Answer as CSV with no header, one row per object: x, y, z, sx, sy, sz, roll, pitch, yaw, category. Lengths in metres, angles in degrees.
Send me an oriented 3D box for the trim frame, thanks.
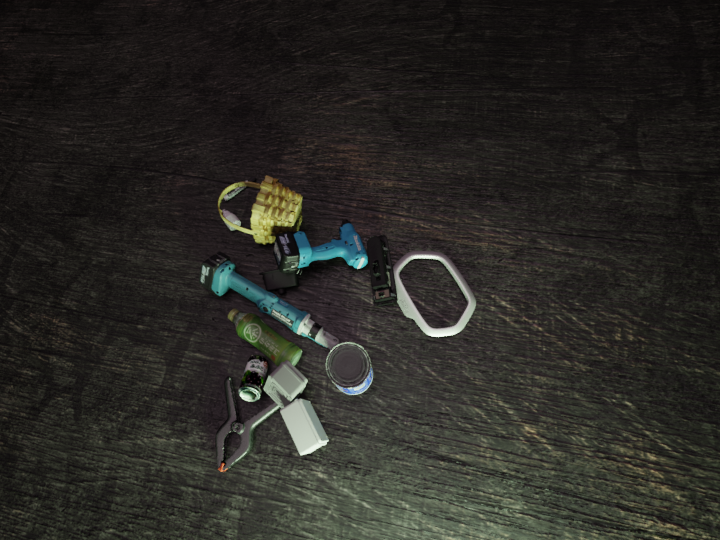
0.187,0.055,1.116,0.183,0.027,0.258,-27,67,-5,trim frame

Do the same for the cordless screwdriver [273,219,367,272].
-0.113,-0.074,1.160,0.242,0.073,0.166,-4,52,-19,cordless screwdriver

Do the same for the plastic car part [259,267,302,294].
-0.217,0.029,1.176,0.117,0.064,0.072,-14,80,5,plastic car part

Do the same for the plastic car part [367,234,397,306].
0.048,-0.010,1.146,0.068,0.063,0.209,-19,58,26,plastic car part

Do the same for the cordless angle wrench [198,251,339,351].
-0.242,0.091,1.131,0.435,0.097,0.073,29,34,14,cordless angle wrench
